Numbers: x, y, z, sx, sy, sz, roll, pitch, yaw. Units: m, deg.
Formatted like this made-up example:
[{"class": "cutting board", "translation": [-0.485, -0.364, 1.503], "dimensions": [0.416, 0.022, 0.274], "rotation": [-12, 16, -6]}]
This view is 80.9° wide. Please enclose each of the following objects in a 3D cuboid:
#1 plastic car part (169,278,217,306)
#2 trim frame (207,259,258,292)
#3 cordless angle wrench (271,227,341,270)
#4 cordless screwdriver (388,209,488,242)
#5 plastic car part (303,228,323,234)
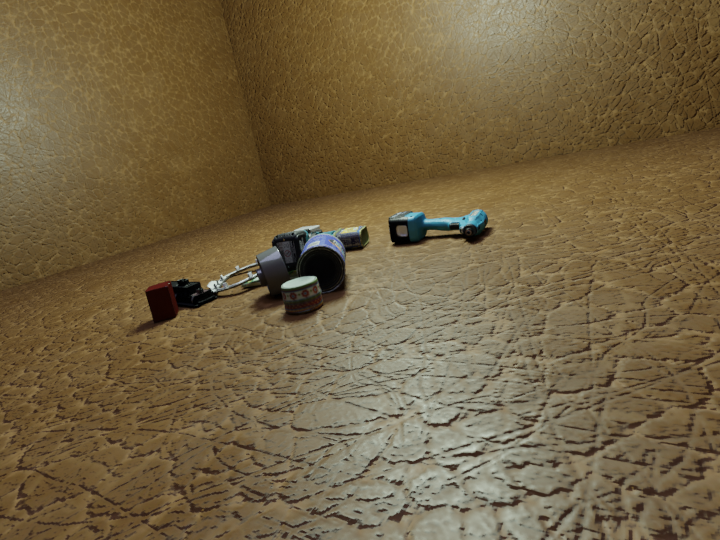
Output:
[{"class": "plastic car part", "translation": [-0.455, 0.055, 1.075], "dimensions": [0.212, 0.065, 0.065], "rotation": [-4, 22, 40]}, {"class": "trim frame", "translation": [-0.325, 0.009, 1.151], "dimensions": [0.184, 0.027, 0.254], "rotation": [-23, 15, -1]}, {"class": "cordless angle wrench", "translation": [-0.118, -0.077, 1.207], "dimensions": [0.076, 0.097, 0.414], "rotation": [-8, 7, 18]}, {"class": "cordless screwdriver", "translation": [0.196, -0.114, 1.113], "dimensions": [0.259, 0.073, 0.156], "rotation": [-1, 18, 28]}, {"class": "plastic car part", "translation": [-0.161, -0.101, 1.370], "dimensions": [0.116, 0.070, 0.067], "rotation": [-11, 11, -4]}]
